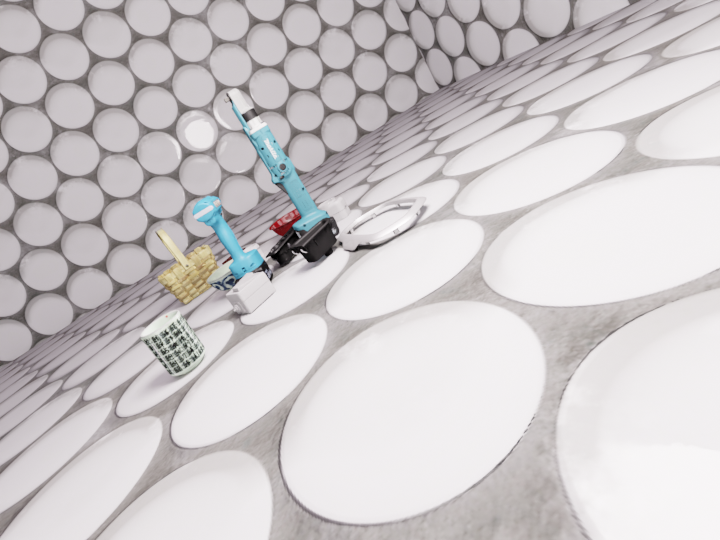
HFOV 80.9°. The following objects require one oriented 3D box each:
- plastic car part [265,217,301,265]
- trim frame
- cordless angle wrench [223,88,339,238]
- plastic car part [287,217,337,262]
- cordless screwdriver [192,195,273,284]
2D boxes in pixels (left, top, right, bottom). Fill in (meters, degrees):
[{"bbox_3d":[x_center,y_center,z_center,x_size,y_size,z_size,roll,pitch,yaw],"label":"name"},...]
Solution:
[{"bbox_3d":[-0.180,-0.079,1.120,0.069,0.065,0.201,-18,23,38],"label":"plastic car part"},{"bbox_3d":[0.040,-0.103,0.907,0.182,0.027,0.258,-38,20,-17],"label":"trim frame"},{"bbox_3d":[-0.196,-0.248,1.033,0.097,0.412,0.077,-34,15,-12],"label":"cordless angle wrench"},{"bbox_3d":[-0.091,-0.060,0.934,0.115,0.069,0.069,-43,20,-32],"label":"plastic car part"},{"bbox_3d":[-0.306,-0.070,1.020,0.074,0.242,0.163,-30,16,2],"label":"cordless screwdriver"}]
